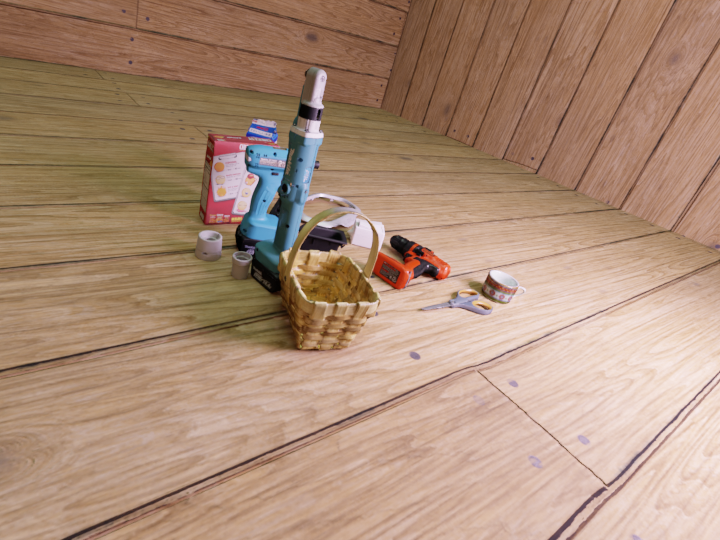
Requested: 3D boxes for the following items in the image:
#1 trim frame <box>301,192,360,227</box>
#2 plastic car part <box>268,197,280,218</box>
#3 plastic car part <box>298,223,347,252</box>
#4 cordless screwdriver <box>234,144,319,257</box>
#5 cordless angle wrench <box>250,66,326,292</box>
[{"bbox_3d":[-0.101,-0.180,1.263,0.191,0.027,0.243,25,30,20],"label":"trim frame"},{"bbox_3d":[-0.200,-0.150,1.120,0.066,0.066,0.206,15,28,-2],"label":"plastic car part"},{"bbox_3d":[-0.098,-0.064,1.007,0.114,0.070,0.068,9,28,-13],"label":"plastic car part"},{"bbox_3d":[-0.188,-0.148,0.931,0.154,0.245,0.078,4,30,-24],"label":"cordless screwdriver"},{"bbox_3d":[-0.124,-0.156,0.791,0.103,0.417,0.071,36,32,32],"label":"cordless angle wrench"}]
